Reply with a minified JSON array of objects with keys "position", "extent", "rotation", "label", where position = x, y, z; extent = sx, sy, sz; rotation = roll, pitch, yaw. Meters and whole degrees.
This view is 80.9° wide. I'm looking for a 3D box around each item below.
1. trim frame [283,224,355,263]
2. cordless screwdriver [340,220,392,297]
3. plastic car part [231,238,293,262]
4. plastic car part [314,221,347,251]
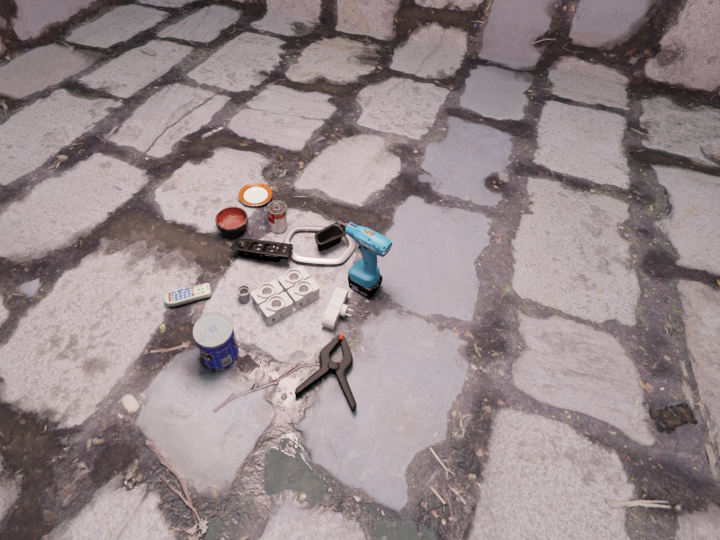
[{"position":[-0.142,-0.093,1.455],"extent":[0.249,0.027,0.190],"rotation":[2,50,0],"label":"trim frame"},{"position":[0.002,-0.037,1.273],"extent":[0.165,0.242,0.073],"rotation":[31,55,19],"label":"cordless screwdriver"},{"position":[-0.326,-0.065,1.403],"extent":[0.206,0.065,0.067],"rotation":[10,51,7],"label":"plastic car part"},{"position":[-0.108,-0.104,1.438],"extent":[0.114,0.069,0.069],"rotation":[-30,59,-24],"label":"plastic car part"}]
